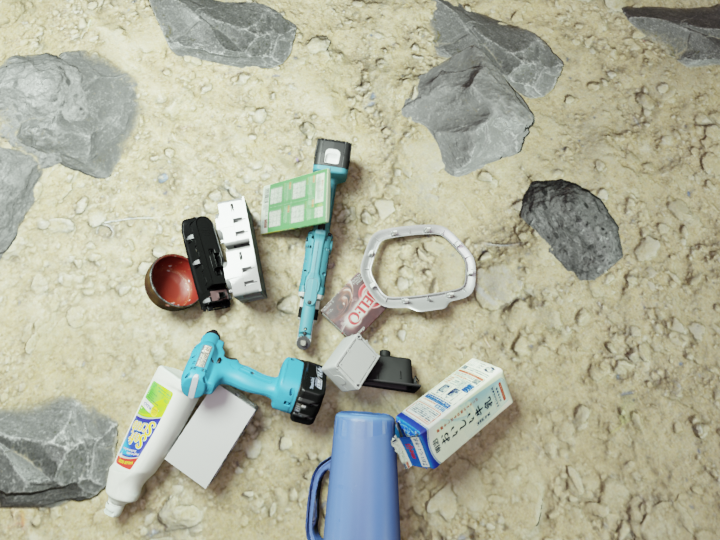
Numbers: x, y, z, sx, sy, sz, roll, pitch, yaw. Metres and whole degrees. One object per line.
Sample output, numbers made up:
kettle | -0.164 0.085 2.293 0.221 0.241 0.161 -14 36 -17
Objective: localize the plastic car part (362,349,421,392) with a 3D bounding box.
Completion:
plastic car part | 0.053 0.189 0.808 0.117 0.064 0.072 9 61 3

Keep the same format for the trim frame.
trim frame | 0.120 -0.008 0.855 0.243 0.027 0.188 -6 71 -13

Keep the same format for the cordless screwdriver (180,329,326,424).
cordless screwdriver | -0.189 0.184 0.777 0.245 0.163 0.073 15 113 -9

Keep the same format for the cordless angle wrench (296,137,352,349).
cordless angle wrench | -0.084 -0.055 0.856 0.074 0.097 0.426 8 80 -3

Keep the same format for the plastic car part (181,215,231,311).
plastic car part | -0.305 -0.025 0.842 0.063 0.068 0.208 -8 67 -41
